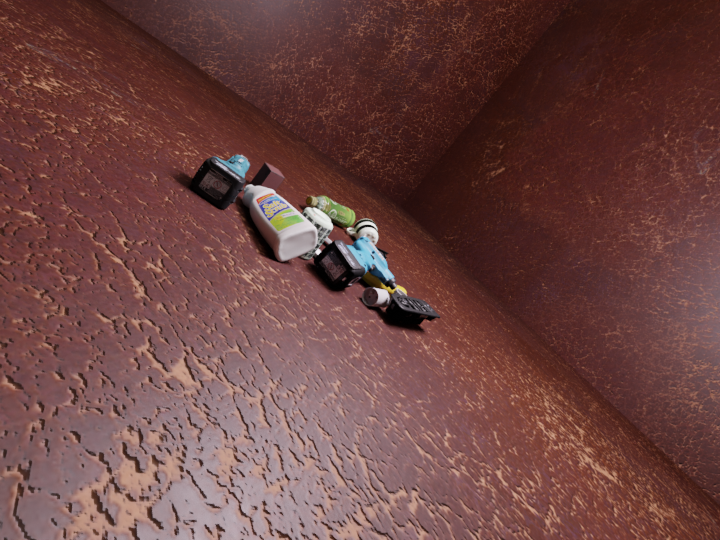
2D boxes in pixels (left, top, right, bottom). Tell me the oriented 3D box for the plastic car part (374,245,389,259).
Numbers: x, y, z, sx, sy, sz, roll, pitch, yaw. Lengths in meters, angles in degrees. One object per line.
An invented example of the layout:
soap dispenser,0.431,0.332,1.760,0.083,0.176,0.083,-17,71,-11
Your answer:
plastic car part,0.030,-0.034,1.270,0.110,0.066,0.074,24,35,-34

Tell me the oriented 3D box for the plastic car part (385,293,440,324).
plastic car part,0.120,0.099,1.044,0.192,0.067,0.069,23,28,-55

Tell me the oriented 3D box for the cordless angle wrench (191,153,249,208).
cordless angle wrench,-0.321,-0.250,1.061,0.095,0.074,0.435,34,13,-18

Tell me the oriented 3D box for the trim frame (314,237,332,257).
trim frame,-0.108,-0.071,1.105,0.256,0.027,0.178,40,16,15

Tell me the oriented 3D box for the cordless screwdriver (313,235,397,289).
cordless screwdriver,0.002,-0.005,1.015,0.163,0.075,0.240,52,23,11
